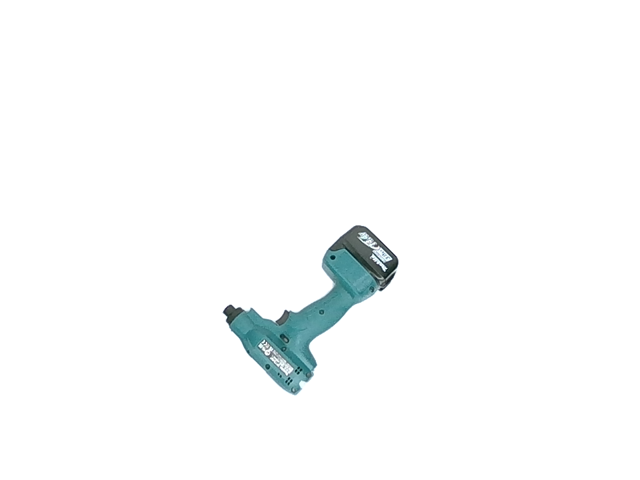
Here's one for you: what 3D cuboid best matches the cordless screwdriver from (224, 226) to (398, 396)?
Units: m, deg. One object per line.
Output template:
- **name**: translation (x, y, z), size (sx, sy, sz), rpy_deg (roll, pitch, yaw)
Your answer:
- **cordless screwdriver**: translation (-0.012, 0.082, 0.628), size (0.159, 0.248, 0.074), rpy_deg (41, -12, 13)
